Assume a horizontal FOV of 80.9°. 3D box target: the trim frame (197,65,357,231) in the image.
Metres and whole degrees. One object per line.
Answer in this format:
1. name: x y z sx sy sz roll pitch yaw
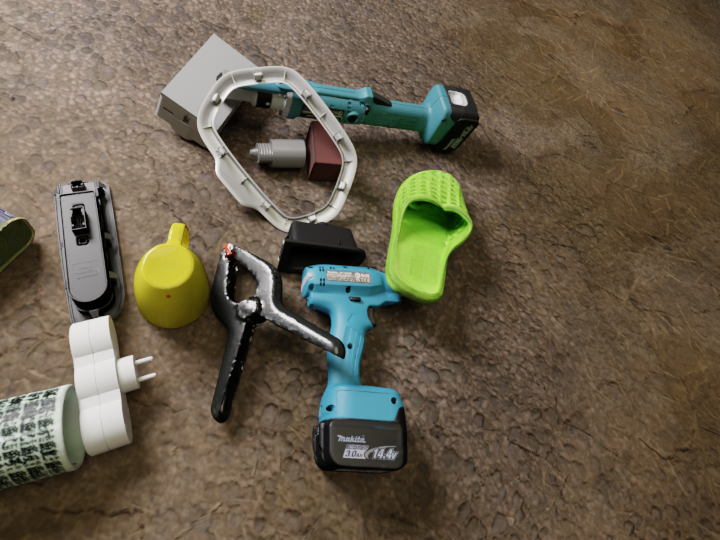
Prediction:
1. trim frame: -0.113 -0.170 0.596 0.184 0.028 0.242 -39 103 -4

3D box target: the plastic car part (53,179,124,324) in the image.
1. plastic car part: -0.330 -0.032 0.512 0.064 0.067 0.209 -9 69 -29

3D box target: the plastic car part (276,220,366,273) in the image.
1. plastic car part: -0.058 -0.038 0.590 0.113 0.065 0.074 2 50 -19

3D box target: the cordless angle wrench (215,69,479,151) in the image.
1. cordless angle wrench: -0.014 -0.262 0.672 0.410 0.098 0.076 0 65 -20

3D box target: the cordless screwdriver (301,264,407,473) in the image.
1. cordless screwdriver: 0.011 0.108 0.521 0.155 0.074 0.256 3 59 -15
